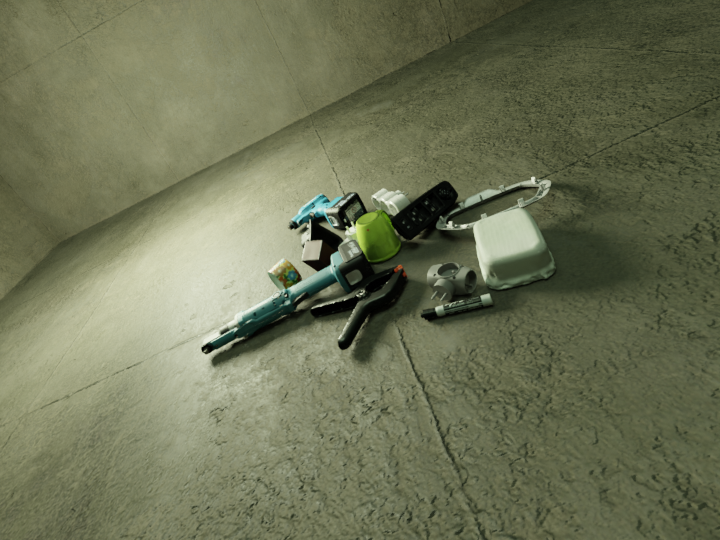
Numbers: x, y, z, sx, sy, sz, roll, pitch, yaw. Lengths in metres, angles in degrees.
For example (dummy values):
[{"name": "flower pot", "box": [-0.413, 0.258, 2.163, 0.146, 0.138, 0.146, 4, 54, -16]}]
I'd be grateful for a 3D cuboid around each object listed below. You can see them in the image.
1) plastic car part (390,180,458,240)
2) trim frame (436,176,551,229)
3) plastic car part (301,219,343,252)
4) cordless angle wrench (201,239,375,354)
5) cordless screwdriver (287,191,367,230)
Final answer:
[{"name": "plastic car part", "box": [0.152, -0.137, 0.993, 0.200, 0.068, 0.066, -40, -16, -21]}, {"name": "trim frame", "box": [0.281, -0.144, 0.911, 0.251, 0.027, 0.186, -24, 17, 11]}, {"name": "plastic car part", "box": [-0.105, -0.069, 1.079, 0.073, 0.110, 0.068, -26, 51, 36]}, {"name": "cordless angle wrench", "box": [-0.173, 0.073, 0.945, 0.424, 0.071, 0.102, -29, 29, 4]}, {"name": "cordless screwdriver", "box": [-0.106, -0.163, 1.242, 0.157, 0.071, 0.261, -42, 29, -22]}]
